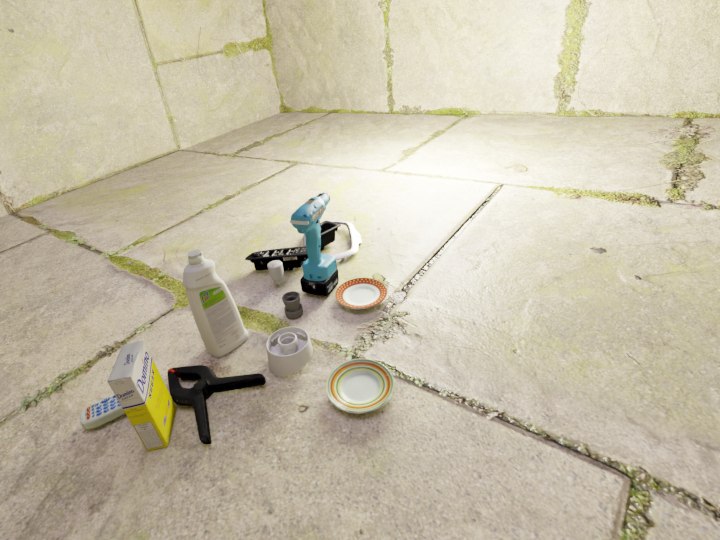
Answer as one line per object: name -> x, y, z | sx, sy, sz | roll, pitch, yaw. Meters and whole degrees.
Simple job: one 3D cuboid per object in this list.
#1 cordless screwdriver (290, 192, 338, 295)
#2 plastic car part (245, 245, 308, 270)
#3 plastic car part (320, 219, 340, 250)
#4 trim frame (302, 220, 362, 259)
cordless screwdriver -> -0.106, -0.069, 1.085 | 0.077, 0.241, 0.158 | 7, 33, 22
plastic car part -> -0.232, -0.033, 1.228 | 0.207, 0.065, 0.067 | -1, 31, 13
plastic car part -> -0.120, -0.099, 1.302 | 0.070, 0.068, 0.114 | 18, 40, 37
trim frame -> -0.090, -0.096, 1.328 | 0.184, 0.026, 0.257 | -9, 32, -1
